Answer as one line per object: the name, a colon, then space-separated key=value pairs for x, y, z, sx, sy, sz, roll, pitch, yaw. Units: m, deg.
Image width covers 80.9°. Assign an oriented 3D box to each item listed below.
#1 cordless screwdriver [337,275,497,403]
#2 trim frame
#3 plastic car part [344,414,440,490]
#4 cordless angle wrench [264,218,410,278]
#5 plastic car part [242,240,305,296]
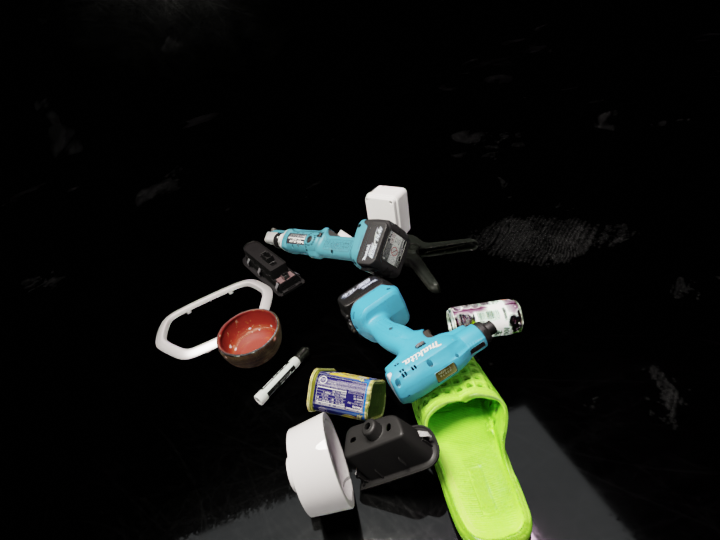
cordless screwdriver: x=0.072 y=0.081 z=0.645 sx=0.158 sy=0.071 sz=0.260 roll=-31 pitch=27 yaw=-9
trim frame: x=-0.293 y=0.093 z=0.857 sx=0.245 sy=0.026 sz=0.195 roll=-28 pitch=38 yaw=-15
plastic car part: x=0.026 y=0.206 z=0.507 sx=0.118 sy=0.068 sz=0.067 roll=-36 pitch=25 yaw=31
cordless angle wrench: x=-0.088 y=-0.058 z=0.901 sx=0.445 sy=0.070 sz=0.098 roll=9 pitch=74 yaw=48
plastic car part: x=-0.211 y=-0.015 z=0.946 sx=0.065 sy=0.064 sz=0.215 roll=-38 pitch=38 yaw=-20
